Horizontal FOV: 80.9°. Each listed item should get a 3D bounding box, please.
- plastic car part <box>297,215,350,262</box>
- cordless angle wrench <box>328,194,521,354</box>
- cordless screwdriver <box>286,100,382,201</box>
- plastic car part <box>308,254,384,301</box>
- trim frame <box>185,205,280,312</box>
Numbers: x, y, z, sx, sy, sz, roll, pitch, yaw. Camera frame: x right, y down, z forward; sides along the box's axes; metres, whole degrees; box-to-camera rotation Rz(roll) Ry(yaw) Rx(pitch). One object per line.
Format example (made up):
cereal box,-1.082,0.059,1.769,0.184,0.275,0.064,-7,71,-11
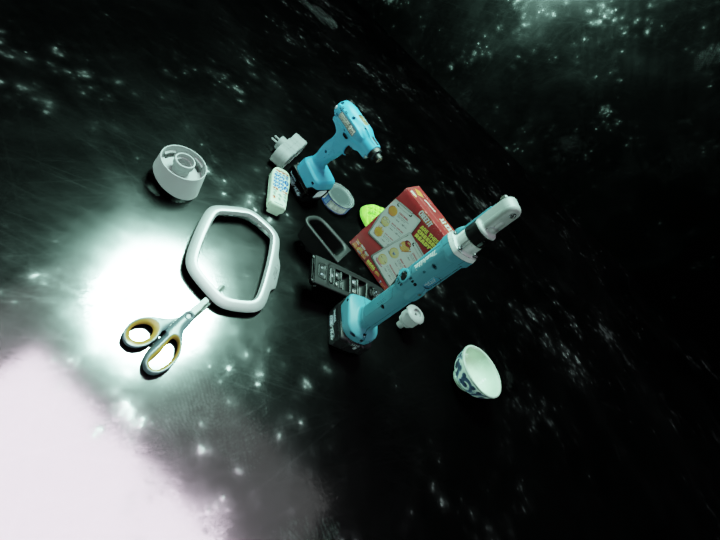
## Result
plastic car part,-0.090,-0.059,0.925,0.117,0.072,0.065,47,37,2
cordless angle wrench,0.093,0.018,0.727,0.071,0.428,0.101,25,43,-29
cordless screwdriver,-0.061,-0.248,0.981,0.071,0.252,0.164,-11,66,-49
plastic car part,-0.032,0.040,0.889,0.194,0.068,0.068,22,44,-27
trim frame,-0.231,-0.029,0.802,0.177,0.028,0.256,26,41,-23
